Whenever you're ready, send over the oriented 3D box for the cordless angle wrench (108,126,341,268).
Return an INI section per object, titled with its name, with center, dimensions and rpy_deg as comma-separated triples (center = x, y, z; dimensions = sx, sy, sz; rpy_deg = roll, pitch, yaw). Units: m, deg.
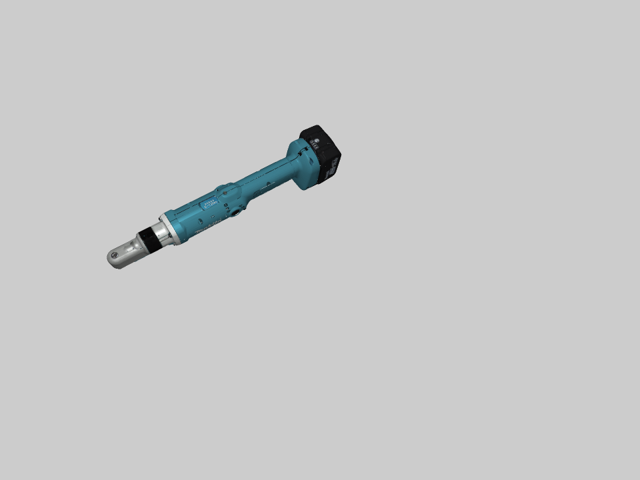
[cordless angle wrench]
center = -0.157, -0.067, 0.727
dimensions = 0.422, 0.074, 0.098
rpy_deg = -31, -15, -19
